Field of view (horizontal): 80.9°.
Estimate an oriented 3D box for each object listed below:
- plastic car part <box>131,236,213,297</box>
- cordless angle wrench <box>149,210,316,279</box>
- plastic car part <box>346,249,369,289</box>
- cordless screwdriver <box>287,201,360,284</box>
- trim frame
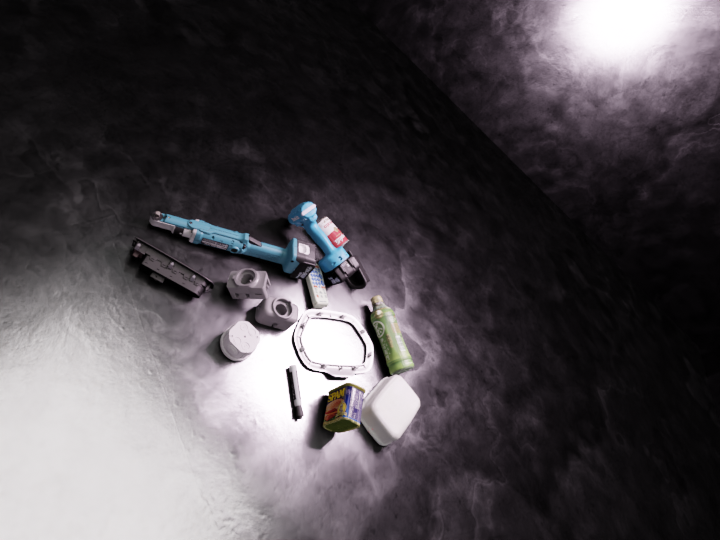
[{"bbox_3d":[-0.423,0.002,0.945,0.196,0.067,0.068,29,55,-17],"label":"plastic car part"},{"bbox_3d":[-0.317,-0.073,1.077,0.407,0.099,0.077,16,51,-23],"label":"cordless angle wrench"},{"bbox_3d":[-0.014,0.001,1.276,0.118,0.067,0.068,58,28,9],"label":"plastic car part"},{"bbox_3d":[-0.119,-0.078,1.213,0.073,0.164,0.245,-38,99,-23],"label":"cordless screwdriver"},{"bbox_3d":[-0.063,0.189,1.106,0.236,0.028,0.191,13,51,-33],"label":"trim frame"}]
